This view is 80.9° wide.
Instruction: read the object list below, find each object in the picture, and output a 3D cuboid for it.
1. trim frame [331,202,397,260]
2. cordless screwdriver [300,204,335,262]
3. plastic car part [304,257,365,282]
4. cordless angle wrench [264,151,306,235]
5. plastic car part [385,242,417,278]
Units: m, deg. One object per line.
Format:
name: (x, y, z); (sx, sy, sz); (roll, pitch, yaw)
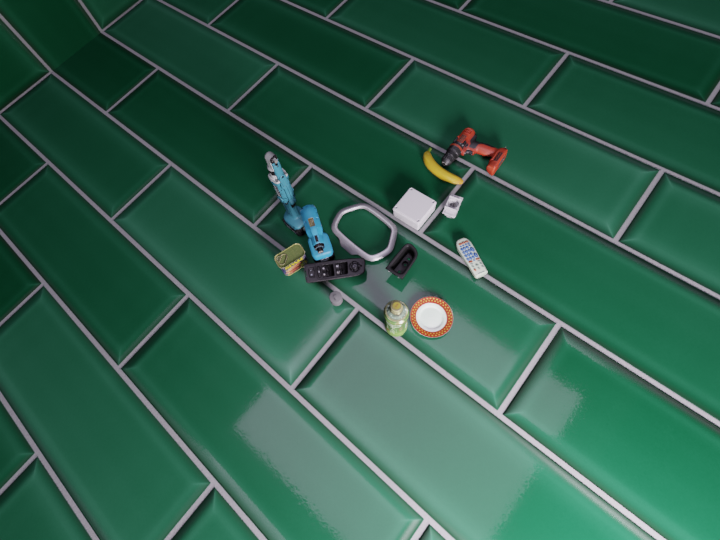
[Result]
trim frame: (0.012, -0.136, 1.475); (0.259, 0.026, 0.183); (40, 78, 23)
cordless screwdriver: (-0.133, -0.087, 1.359); (0.074, 0.240, 0.165); (-18, 66, -2)
plastic car part: (-0.082, 0.004, 1.406); (0.204, 0.065, 0.068); (-9, 66, 5)
cordless angle wrench: (-0.238, -0.245, 1.355); (0.102, 0.409, 0.074); (40, 76, 18)
plastic car part: (0.142, -0.023, 1.379); (0.068, 0.068, 0.116); (34, 75, 19)
